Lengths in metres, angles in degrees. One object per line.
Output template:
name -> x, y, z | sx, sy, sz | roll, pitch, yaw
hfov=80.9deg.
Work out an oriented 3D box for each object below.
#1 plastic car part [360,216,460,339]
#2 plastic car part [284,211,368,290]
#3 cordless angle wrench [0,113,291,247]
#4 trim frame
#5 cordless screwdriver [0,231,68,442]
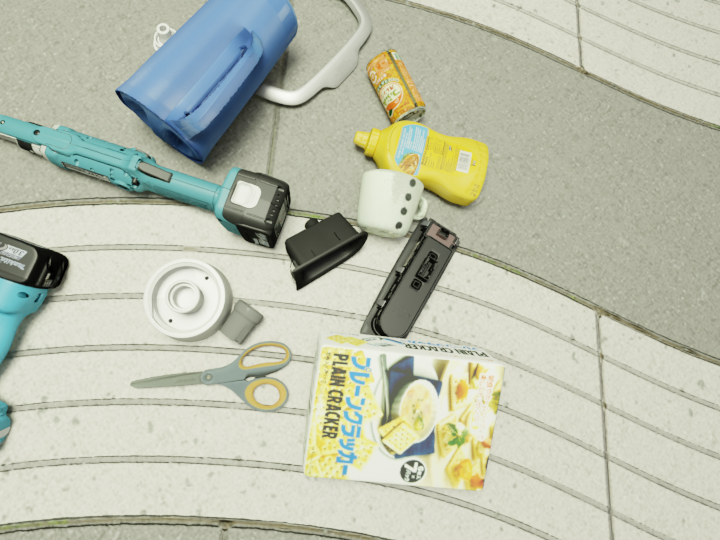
plastic car part -> 0.074, 0.019, 0.575 | 0.065, 0.068, 0.203 | 34, 79, -8
plastic car part -> -0.056, -0.037, 0.577 | 0.115, 0.064, 0.073 | -34, 71, -16
cordless angle wrench -> -0.304, -0.135, 0.562 | 0.425, 0.097, 0.075 | 18, 77, 3
trim frame -> -0.092, -0.363, 0.663 | 0.186, 0.027, 0.248 | 37, 74, 4
cordless screwdriver -> -0.469, 0.074, 0.501 | 0.158, 0.074, 0.250 | 15, 80, -3
